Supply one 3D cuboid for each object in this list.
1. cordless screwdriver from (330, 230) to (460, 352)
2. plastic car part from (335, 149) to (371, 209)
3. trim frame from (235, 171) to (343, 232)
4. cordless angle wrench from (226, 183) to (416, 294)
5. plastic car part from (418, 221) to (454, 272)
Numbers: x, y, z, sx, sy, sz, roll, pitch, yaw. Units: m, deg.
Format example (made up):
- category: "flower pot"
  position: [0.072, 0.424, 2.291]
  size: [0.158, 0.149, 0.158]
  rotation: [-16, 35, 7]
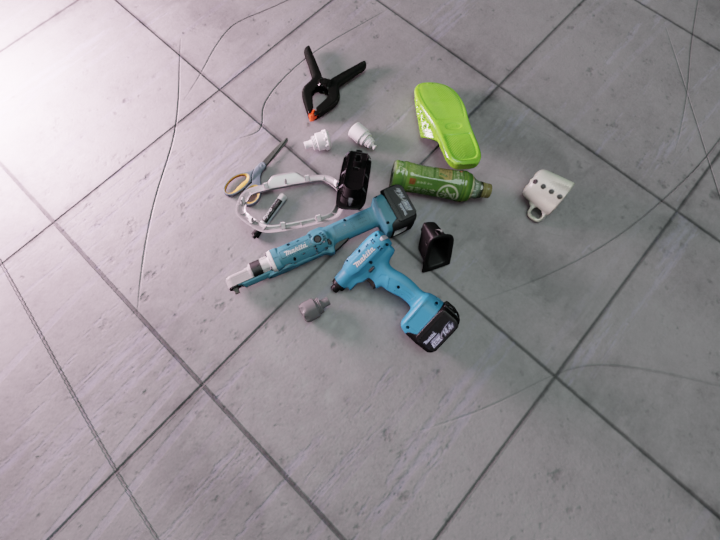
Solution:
- category: "cordless screwdriver"
  position: [0.066, 0.058, 0.854]
  size: [0.254, 0.072, 0.160]
  rotation: [46, 107, 10]
- category: "plastic car part"
  position: [-0.010, -0.206, 0.916]
  size: [0.066, 0.066, 0.207]
  rotation: [14, 48, -6]
- category: "trim frame"
  position: [-0.147, -0.153, 0.915]
  size: [0.246, 0.026, 0.193]
  rotation: [-14, 46, -8]
- category: "cordless angle wrench"
  position: [-0.088, -0.058, 0.904]
  size: [0.420, 0.073, 0.100]
  rotation: [-24, 75, -6]
- category: "plastic car part"
  position: [0.151, -0.060, 0.890]
  size: [0.065, 0.112, 0.074]
  rotation: [-18, 52, -10]
